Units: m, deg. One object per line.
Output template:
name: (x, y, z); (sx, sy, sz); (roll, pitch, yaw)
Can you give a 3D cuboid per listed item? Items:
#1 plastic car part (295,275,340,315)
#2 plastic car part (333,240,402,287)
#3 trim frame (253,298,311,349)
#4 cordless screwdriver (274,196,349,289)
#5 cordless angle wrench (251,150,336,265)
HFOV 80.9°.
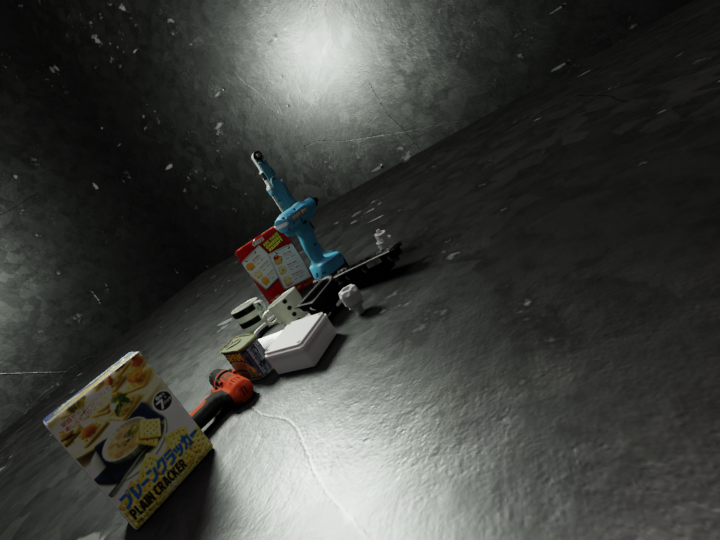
plastic car part: (-0.084, 0.070, 0.980); (0.068, 0.069, 0.115); (-19, 20, 45)
plastic car part: (0.018, -0.005, 1.016); (0.209, 0.065, 0.066); (-20, 18, 37)
trim frame: (-0.190, 0.132, 1.075); (0.256, 0.027, 0.183); (-22, 19, 32)
cordless screwdriver: (-0.111, -0.073, 1.135); (0.077, 0.244, 0.157); (-21, 16, 44)
cordless angle wrench: (-0.188, -0.156, 1.216); (0.073, 0.415, 0.101); (-36, 11, -18)
